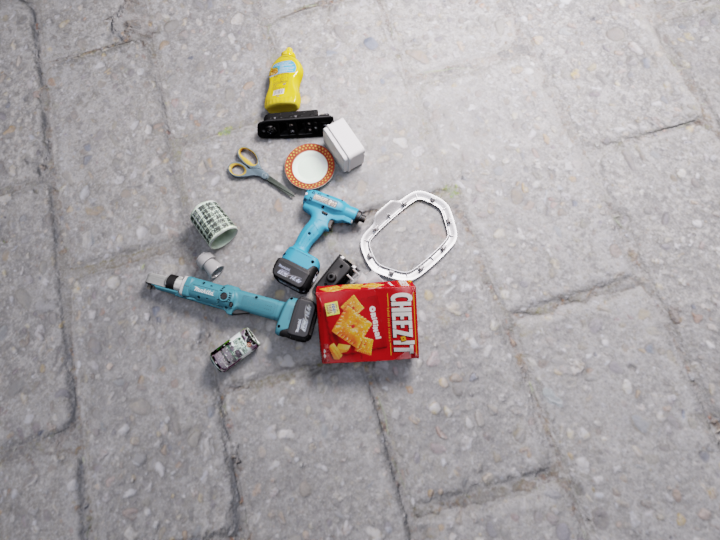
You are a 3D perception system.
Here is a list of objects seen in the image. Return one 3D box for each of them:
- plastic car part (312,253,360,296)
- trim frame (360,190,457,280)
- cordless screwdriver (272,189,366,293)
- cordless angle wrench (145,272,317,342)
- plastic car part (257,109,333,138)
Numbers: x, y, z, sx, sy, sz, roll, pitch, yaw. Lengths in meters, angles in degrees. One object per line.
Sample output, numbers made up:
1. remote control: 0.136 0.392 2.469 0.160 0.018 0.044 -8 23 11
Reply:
1. plastic car part: -0.061 0.016 0.985 0.068 0.069 0.116 39 78 12
2. trim frame: 0.117 -0.087 1.022 0.248 0.027 0.189 -41 75 -5
3. cordless screwdriver: -0.099 -0.065 1.010 0.162 0.073 0.250 21 74 8
4. cordless angle wrench: -0.312 0.067 0.992 0.431 0.072 0.099 14 77 10
5. plastic car part: -0.172 -0.388 1.106 0.204 0.064 0.069 -6 67 2
